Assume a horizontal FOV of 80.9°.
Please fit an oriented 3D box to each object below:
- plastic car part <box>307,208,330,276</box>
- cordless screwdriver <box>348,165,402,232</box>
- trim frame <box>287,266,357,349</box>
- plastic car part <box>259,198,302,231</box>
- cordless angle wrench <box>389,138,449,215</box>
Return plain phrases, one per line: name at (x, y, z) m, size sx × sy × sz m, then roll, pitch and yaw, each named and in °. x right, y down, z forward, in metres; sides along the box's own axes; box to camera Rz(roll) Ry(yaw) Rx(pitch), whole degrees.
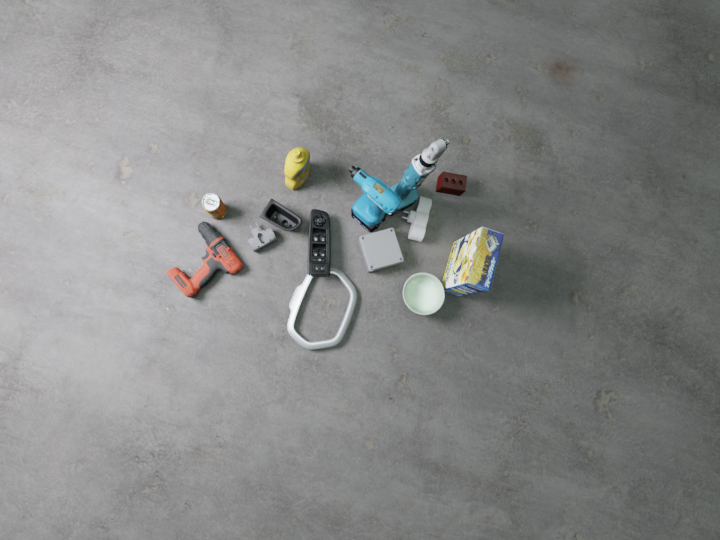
plastic car part at (-0.122, -0.080, 1.248) m, size 0.066 × 0.067 × 0.205 m, roll 1°, pitch 79°, yaw -5°
cordless screwdriver at (0.020, -0.199, 1.185) m, size 0.160 × 0.248 × 0.074 m, roll 43°, pitch 79°, yaw 1°
trim frame at (-0.113, 0.108, 1.232) m, size 0.185 × 0.027 × 0.249 m, roll 20°, pitch 79°, yaw 1°
plastic car part at (-0.231, -0.150, 1.254) m, size 0.117 × 0.070 × 0.066 m, roll 32°, pitch 79°, yaw 2°
cordless angle wrench at (0.139, -0.242, 1.110) m, size 0.097 × 0.422 × 0.075 m, roll -27°, pitch 87°, yaw -10°
